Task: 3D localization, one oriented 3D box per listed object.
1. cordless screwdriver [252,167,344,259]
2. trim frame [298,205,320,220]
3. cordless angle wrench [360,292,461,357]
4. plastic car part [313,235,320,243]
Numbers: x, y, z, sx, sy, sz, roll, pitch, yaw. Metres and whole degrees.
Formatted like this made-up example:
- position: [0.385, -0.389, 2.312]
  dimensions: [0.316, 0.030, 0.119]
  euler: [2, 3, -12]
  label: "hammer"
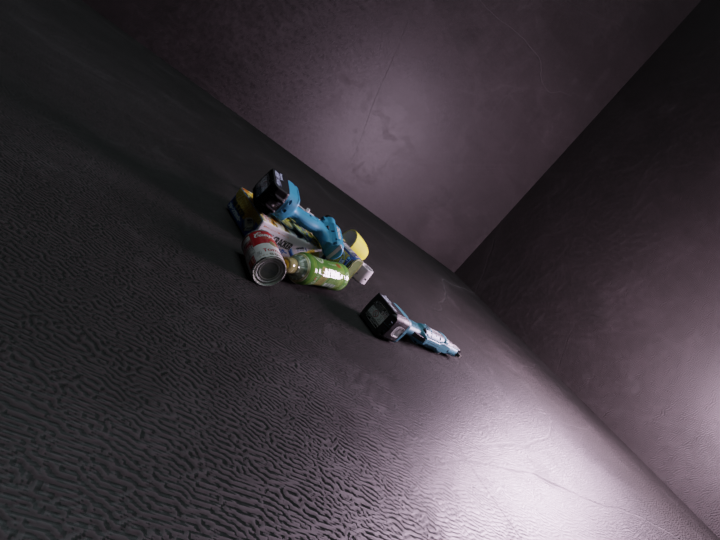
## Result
- position: [-0.140, -0.142, 1.012]
  dimensions: [0.237, 0.075, 0.165]
  euler: [38, 23, -29]
  label: "cordless screwdriver"
- position: [-0.181, -0.171, 1.167]
  dimensions: [0.181, 0.027, 0.253]
  euler: [34, 12, -12]
  label: "trim frame"
- position: [0.161, 0.170, 1.122]
  dimensions: [0.399, 0.074, 0.103]
  euler: [30, 15, -45]
  label: "cordless angle wrench"
- position: [-0.118, -0.077, 1.203]
  dimensions: [0.062, 0.071, 0.123]
  euler: [25, 16, -45]
  label: "plastic car part"
